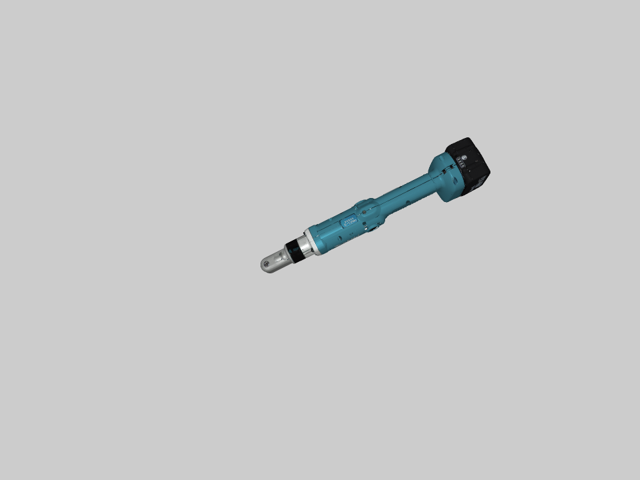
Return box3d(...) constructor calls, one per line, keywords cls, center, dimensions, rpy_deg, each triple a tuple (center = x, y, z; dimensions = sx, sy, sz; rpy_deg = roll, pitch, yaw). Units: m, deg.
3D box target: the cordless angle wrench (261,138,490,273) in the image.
box3d(cls="cordless angle wrench", center=(0.084, -0.043, 0.751), dimensions=(0.423, 0.074, 0.098), rpy_deg=(-26, -14, 3))
